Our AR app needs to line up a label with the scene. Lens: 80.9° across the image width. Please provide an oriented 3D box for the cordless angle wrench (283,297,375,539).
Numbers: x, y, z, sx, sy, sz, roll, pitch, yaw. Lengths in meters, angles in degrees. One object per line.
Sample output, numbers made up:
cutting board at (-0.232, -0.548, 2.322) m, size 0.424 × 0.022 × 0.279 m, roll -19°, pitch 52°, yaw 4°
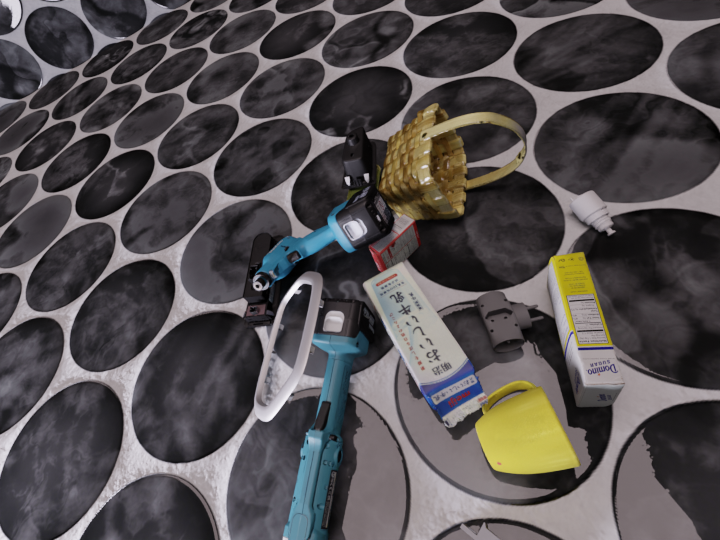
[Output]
cordless angle wrench at (-0.053, 0.247, 0.578) m, size 0.077 × 0.093 × 0.430 m, roll -1°, pitch 61°, yaw 21°

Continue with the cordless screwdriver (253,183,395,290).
cordless screwdriver at (-0.071, -0.046, 0.722) m, size 0.255 × 0.072 × 0.159 m, roll -24°, pitch 19°, yaw 28°

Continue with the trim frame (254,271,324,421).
trim frame at (-0.112, 0.109, 0.662) m, size 0.187 × 0.026 × 0.254 m, roll -37°, pitch 36°, yaw 44°

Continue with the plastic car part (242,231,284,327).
plastic car part at (-0.192, 0.005, 0.816) m, size 0.068 × 0.063 × 0.208 m, roll -14°, pitch 50°, yaw 21°

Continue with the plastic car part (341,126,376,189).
plastic car part at (-0.007, -0.217, 0.781) m, size 0.068 × 0.067 × 0.119 m, roll -6°, pitch 58°, yaw 17°
